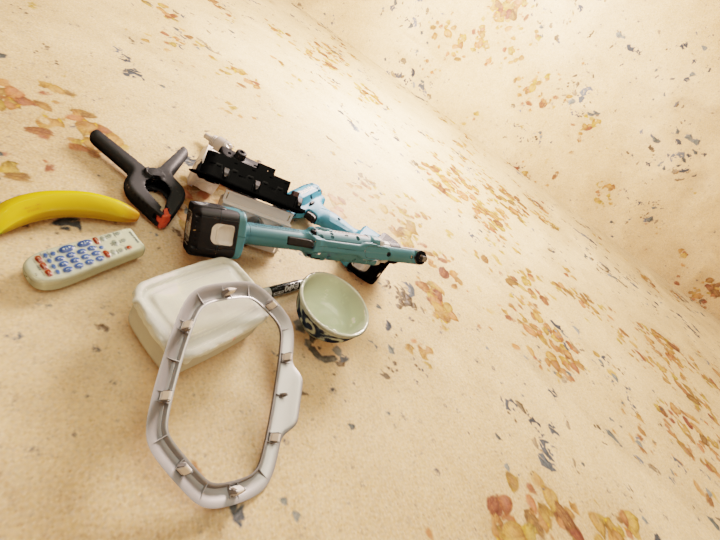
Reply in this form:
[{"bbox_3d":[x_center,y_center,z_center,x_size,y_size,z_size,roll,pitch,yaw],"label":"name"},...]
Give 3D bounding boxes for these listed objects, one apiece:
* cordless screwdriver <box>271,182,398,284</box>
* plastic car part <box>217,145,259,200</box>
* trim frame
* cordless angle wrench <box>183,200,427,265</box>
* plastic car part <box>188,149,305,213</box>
[{"bbox_3d":[-0.054,-0.075,0.833,0.254,0.074,0.156,38,34,9],"label":"cordless screwdriver"},{"bbox_3d":[-0.237,-0.199,0.822,0.113,0.071,0.068,28,33,-19],"label":"plastic car part"},{"bbox_3d":[-0.139,0.124,0.479,0.174,0.028,0.255,34,45,-37],"label":"trim frame"},{"bbox_3d":[-0.069,-0.045,0.701,0.406,0.074,0.102,6,9,-26],"label":"cordless angle wrench"},{"bbox_3d":[-0.185,-0.152,0.717,0.195,0.067,0.069,15,10,-24],"label":"plastic car part"}]
